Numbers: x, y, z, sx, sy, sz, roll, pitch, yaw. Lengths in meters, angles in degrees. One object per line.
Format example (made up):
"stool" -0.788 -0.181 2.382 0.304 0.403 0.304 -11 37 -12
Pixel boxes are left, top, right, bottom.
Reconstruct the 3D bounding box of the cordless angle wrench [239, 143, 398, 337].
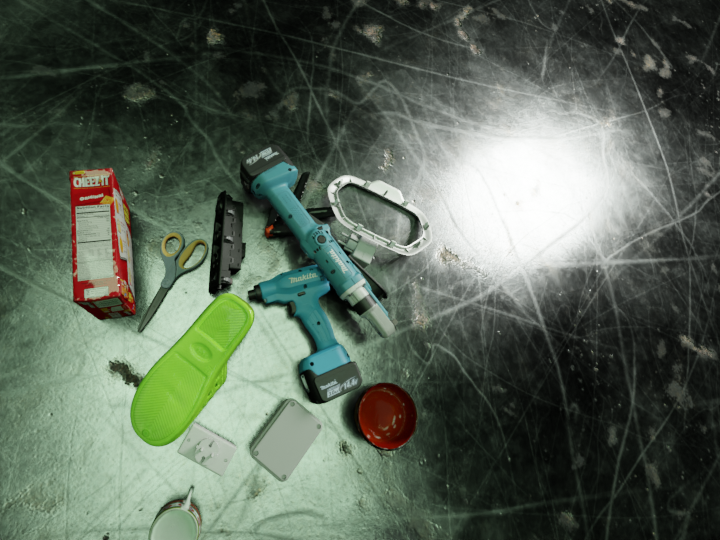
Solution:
"cordless angle wrench" -0.078 -0.051 0.795 0.096 0.074 0.432 -33 78 -22

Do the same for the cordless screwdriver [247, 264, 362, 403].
"cordless screwdriver" -0.104 0.118 0.781 0.156 0.074 0.255 -15 72 -18

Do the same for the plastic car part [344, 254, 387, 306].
"plastic car part" -0.008 0.035 0.838 0.070 0.066 0.117 -44 89 -12

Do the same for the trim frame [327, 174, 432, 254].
"trim frame" 0.044 -0.124 0.894 0.247 0.027 0.186 24 45 -4

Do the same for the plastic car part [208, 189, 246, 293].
"plastic car part" -0.254 -0.059 0.812 0.065 0.067 0.207 2 71 -25
